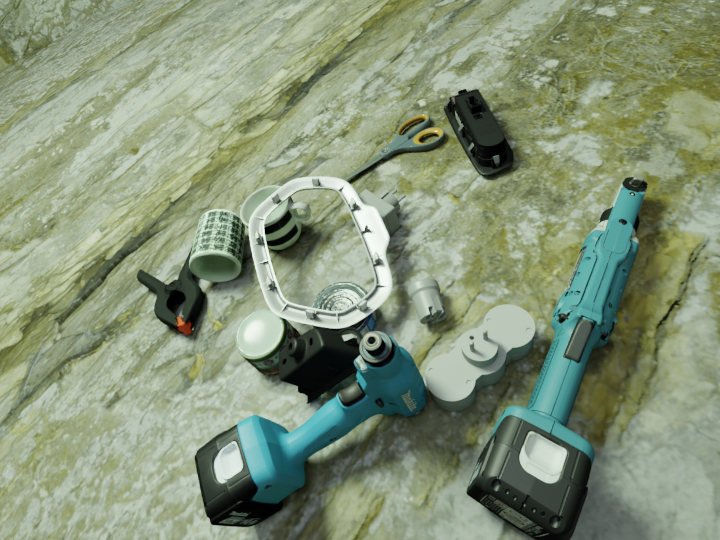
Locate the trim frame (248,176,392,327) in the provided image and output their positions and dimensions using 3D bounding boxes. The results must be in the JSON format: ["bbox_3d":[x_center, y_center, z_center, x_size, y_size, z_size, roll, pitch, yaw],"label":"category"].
[{"bbox_3d":[-0.057,-0.037,0.579,0.183,0.026,0.259,-17,58,-5],"label":"trim frame"}]

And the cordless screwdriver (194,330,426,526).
[{"bbox_3d":[-0.052,0.155,0.428,0.248,0.151,0.078,-32,51,-1],"label":"cordless screwdriver"}]

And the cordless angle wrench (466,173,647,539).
[{"bbox_3d":[0.234,0.049,0.442,0.078,0.094,0.421,24,62,22],"label":"cordless angle wrench"}]

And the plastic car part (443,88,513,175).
[{"bbox_3d":[0.191,-0.237,0.681,0.067,0.064,0.210,-11,54,3],"label":"plastic car part"}]

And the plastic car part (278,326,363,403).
[{"bbox_3d":[-0.055,0.099,0.492,0.118,0.067,0.068,-43,40,37],"label":"plastic car part"}]
